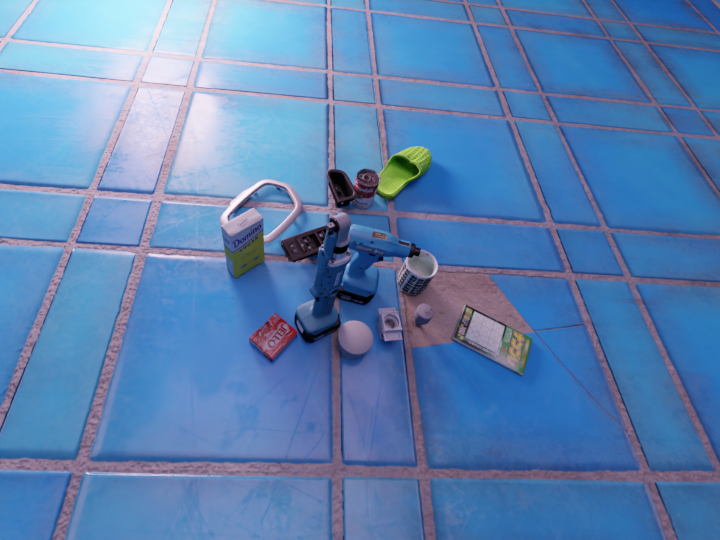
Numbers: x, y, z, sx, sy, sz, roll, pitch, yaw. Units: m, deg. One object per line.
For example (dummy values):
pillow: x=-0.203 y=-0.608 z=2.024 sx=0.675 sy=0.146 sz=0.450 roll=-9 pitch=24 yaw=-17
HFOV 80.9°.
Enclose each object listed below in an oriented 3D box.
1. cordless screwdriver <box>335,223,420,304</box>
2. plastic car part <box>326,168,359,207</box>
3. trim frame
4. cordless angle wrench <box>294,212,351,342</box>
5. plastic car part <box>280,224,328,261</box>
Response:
cordless screwdriver: x=0.029 y=-0.006 z=0.974 sx=0.159 sy=0.244 sz=0.075 roll=15 pitch=57 yaw=-1
plastic car part: x=-0.059 y=-0.229 z=1.216 sx=0.064 sy=0.069 sz=0.121 roll=-15 pitch=60 yaw=-19
trim frame: x=-0.272 y=-0.166 z=1.173 sx=0.189 sy=0.027 sz=0.247 roll=29 pitch=58 yaw=12
cordless angle wrench: x=-0.066 y=0.023 z=0.839 sx=0.096 sy=0.416 sz=0.077 roll=-23 pitch=66 yaw=-24
plastic car part: x=-0.108 y=-0.071 z=1.107 sx=0.198 sy=0.066 sz=0.069 roll=-24 pitch=65 yaw=-22
